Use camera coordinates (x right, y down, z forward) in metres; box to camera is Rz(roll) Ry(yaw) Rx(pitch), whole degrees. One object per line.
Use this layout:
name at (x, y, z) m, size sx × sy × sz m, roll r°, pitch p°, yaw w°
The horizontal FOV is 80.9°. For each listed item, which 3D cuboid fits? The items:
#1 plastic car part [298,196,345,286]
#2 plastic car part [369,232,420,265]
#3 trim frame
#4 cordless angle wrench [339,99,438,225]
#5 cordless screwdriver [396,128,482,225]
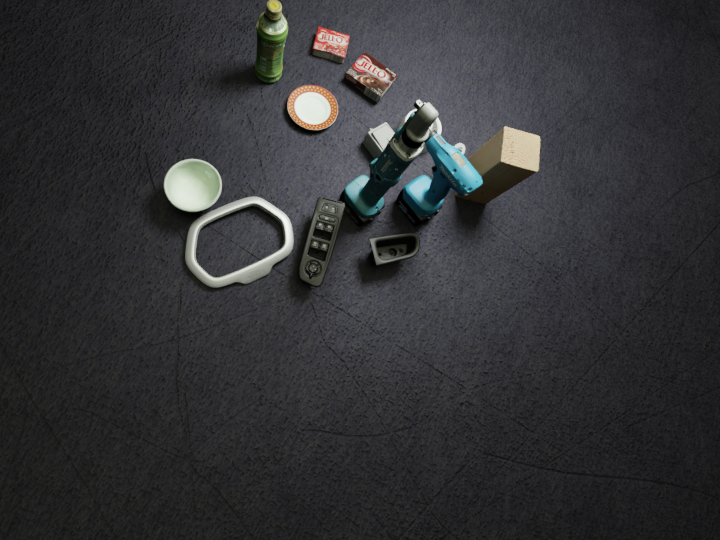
plastic car part at (-0.094, -0.061, 0.959) m, size 0.065 × 0.067 × 0.205 m, roll 16°, pitch 73°, yaw -9°
plastic car part at (0.075, -0.046, 0.983) m, size 0.114 × 0.071 × 0.067 m, roll -11°, pitch 79°, yaw -14°
trim frame at (-0.271, -0.064, 0.948) m, size 0.244 × 0.027 × 0.187 m, roll -27°, pitch 81°, yaw -16°
cordless angle wrench at (0.051, -0.198, 0.835) m, size 0.073 × 0.425 × 0.098 m, roll -39°, pitch 91°, yaw -19°
cordless screwdriver at (0.153, -0.204, 0.946) m, size 0.073 × 0.250 × 0.160 m, roll -36°, pitch 88°, yaw -19°
